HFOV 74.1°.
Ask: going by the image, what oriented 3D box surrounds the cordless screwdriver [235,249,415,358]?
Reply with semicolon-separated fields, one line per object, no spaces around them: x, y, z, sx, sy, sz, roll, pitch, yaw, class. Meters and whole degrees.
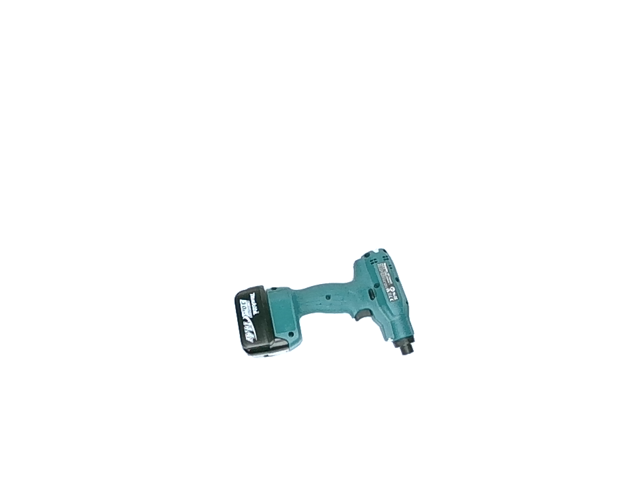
0.010;0.117;0.615;0.248;0.159;0.074;-15;-18;-9;cordless screwdriver
